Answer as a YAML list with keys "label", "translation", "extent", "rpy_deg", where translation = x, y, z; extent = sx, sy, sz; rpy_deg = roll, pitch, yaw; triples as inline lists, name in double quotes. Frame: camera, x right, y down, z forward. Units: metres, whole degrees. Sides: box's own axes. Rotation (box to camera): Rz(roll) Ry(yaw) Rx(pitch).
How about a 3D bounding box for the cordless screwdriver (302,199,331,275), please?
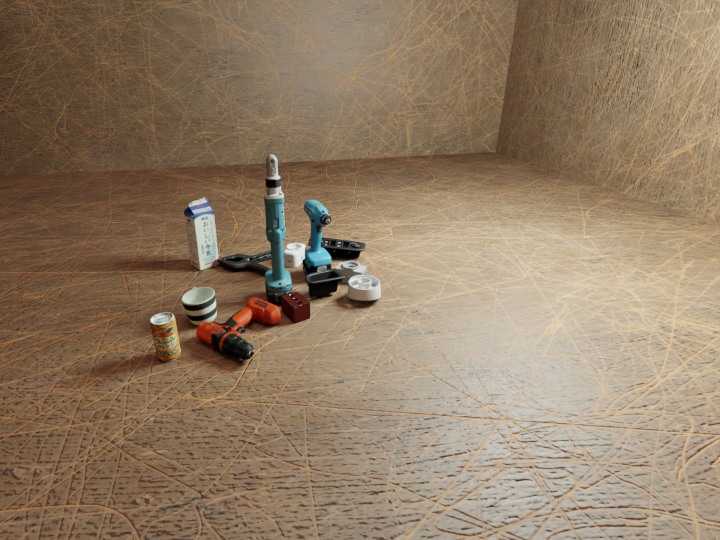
- label: "cordless screwdriver"
  translation: [-0.129, -0.084, 1.315]
  extent: [0.072, 0.243, 0.167]
  rpy_deg: [-8, 26, -22]

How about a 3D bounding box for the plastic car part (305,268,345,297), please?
- label: "plastic car part"
  translation: [-0.112, 0.044, 1.249]
  extent: [0.113, 0.069, 0.070]
  rpy_deg: [-14, 28, -27]

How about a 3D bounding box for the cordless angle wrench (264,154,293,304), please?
- label: "cordless angle wrench"
  translation: [-0.234, -0.106, 1.168]
  extent: [0.073, 0.413, 0.102]
  rpy_deg: [-5, 24, -15]

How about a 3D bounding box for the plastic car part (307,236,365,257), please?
- label: "plastic car part"
  translation: [-0.084, -0.077, 1.502]
  extent: [0.205, 0.065, 0.067]
  rpy_deg: [2, 25, 6]
